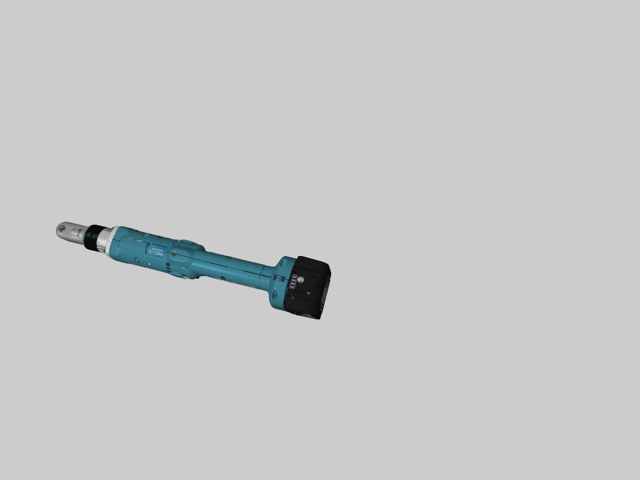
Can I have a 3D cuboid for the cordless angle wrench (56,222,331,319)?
[{"bbox_3d":[-0.198,0.029,0.624,0.423,0.074,0.098,13,-14,8],"label":"cordless angle wrench"}]
